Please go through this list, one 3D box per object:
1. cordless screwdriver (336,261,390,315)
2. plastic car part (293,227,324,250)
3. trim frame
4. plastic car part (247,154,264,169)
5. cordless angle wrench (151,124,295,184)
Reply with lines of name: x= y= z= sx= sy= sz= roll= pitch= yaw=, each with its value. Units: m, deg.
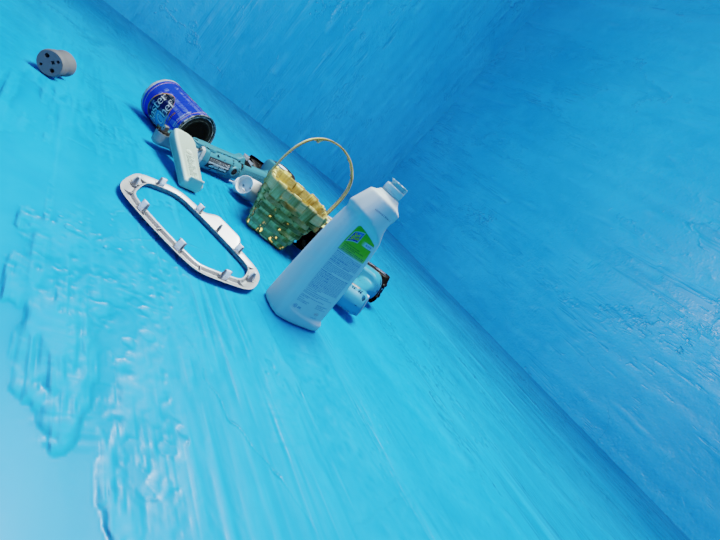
cordless screwdriver: x=-0.032 y=0.016 z=0.923 sx=0.164 sy=0.074 sz=0.242 roll=34 pitch=13 yaw=12
plastic car part: x=-0.087 y=-0.057 z=0.889 sx=0.064 sy=0.067 sz=0.211 roll=18 pitch=9 yaw=-21
trim frame: x=-0.241 y=-0.062 z=0.615 sx=0.254 sy=0.027 sz=0.180 roll=42 pitch=10 yaw=11
plastic car part: x=-0.291 y=-0.267 z=1.193 sx=0.073 sy=0.067 sz=0.112 roll=62 pitch=13 yaw=15
cordless angle wrench: x=-0.306 y=-0.246 z=0.983 sx=0.077 sy=0.098 sz=0.405 roll=46 pitch=16 yaw=20
